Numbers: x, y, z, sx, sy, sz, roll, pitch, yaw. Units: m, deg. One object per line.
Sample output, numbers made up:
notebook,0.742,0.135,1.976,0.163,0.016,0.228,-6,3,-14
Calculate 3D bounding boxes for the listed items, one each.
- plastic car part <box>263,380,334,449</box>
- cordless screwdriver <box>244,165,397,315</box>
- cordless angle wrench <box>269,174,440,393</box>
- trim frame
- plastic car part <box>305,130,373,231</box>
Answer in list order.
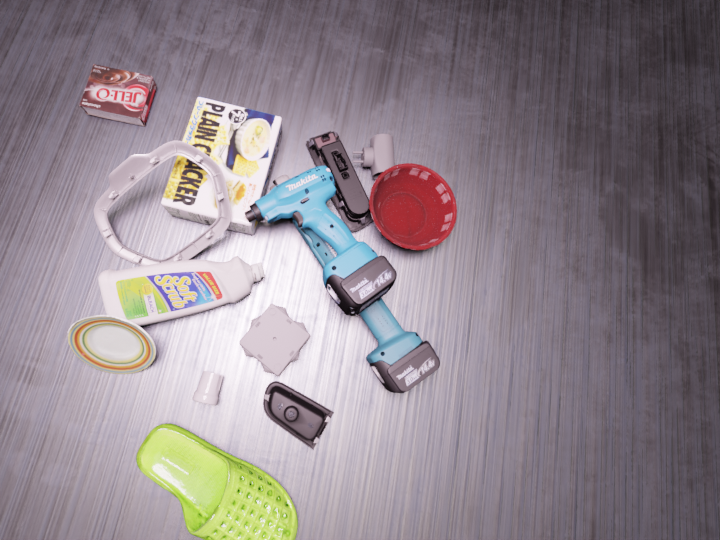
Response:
plastic car part,-0.103,0.226,0.664,0.116,0.071,0.066,32,74,-1
cordless screwdriver,-0.066,-0.043,0.675,0.157,0.073,0.257,-29,72,-14
cordless angle wrench,-0.028,0.003,0.730,0.097,0.073,0.432,-32,78,-13
trim frame,-0.326,-0.099,0.692,0.252,0.028,0.179,-31,105,16
plastic car part,-0.030,-0.173,0.779,0.065,0.067,0.206,-21,81,-18
